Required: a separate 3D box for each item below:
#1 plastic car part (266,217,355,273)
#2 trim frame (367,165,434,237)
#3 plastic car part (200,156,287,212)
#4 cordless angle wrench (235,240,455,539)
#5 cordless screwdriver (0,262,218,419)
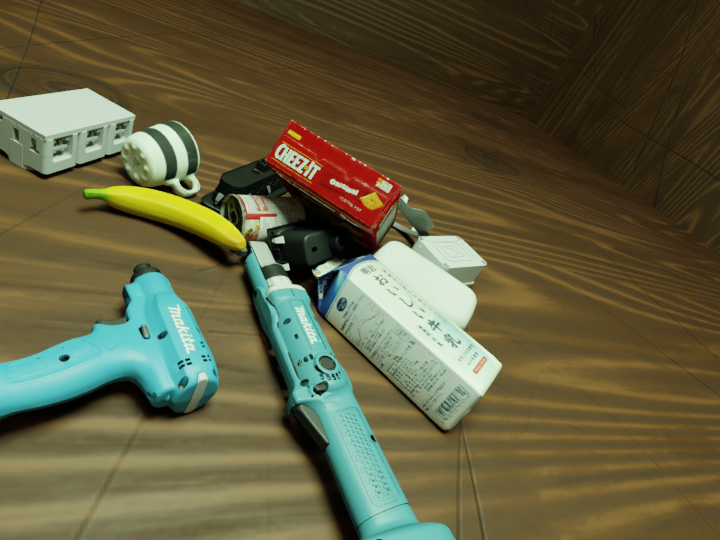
[{"bbox_3d":[-0.054,-0.036,0.557,0.112,0.065,0.074,-21,17,-38],"label":"plastic car part"},{"bbox_3d":[0.035,-0.116,0.696,0.195,0.027,0.235,34,-3,35],"label":"trim frame"},{"bbox_3d":[-0.167,-0.140,0.672,0.067,0.067,0.201,37,36,1],"label":"plastic car part"},{"bbox_3d":[-0.042,0.107,0.402,0.093,0.074,0.446,2,37,-34],"label":"cordless angle wrench"},{"bbox_3d":[-0.248,0.057,0.327,0.237,0.074,0.167,-4,43,-44],"label":"cordless screwdriver"}]
